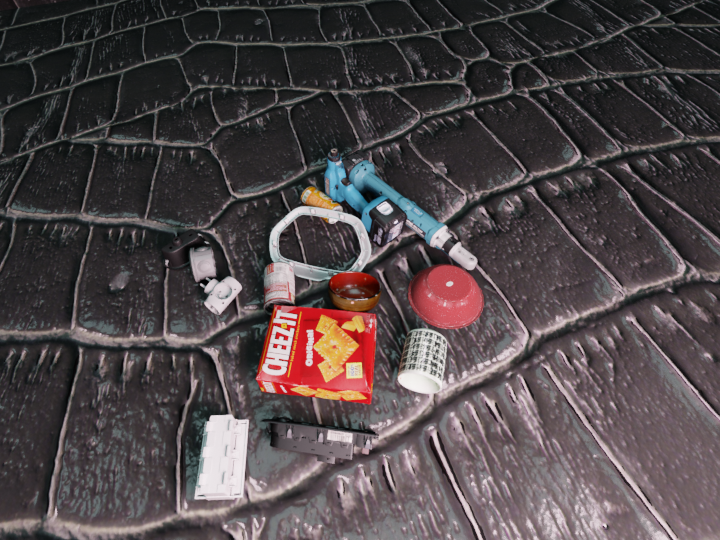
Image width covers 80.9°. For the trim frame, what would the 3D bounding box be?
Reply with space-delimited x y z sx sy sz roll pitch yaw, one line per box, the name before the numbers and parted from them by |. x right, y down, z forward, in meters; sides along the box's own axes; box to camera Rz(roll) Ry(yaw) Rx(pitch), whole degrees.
trim frame | -0.098 -0.064 1.003 0.254 0.027 0.186 13 72 12

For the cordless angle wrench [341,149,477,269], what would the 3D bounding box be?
cordless angle wrench | 0.110 -0.146 1.037 0.073 0.095 0.443 -37 62 -20

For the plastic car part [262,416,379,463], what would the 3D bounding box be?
plastic car part | -0.073 0.293 0.736 0.206 0.065 0.067 9 80 9

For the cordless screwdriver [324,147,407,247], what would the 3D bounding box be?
cordless screwdriver | 0.000 -0.181 1.027 0.073 0.154 0.261 -34 60 -22

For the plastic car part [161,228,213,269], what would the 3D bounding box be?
plastic car part | -0.426 -0.057 1.017 0.114 0.068 0.069 -36 59 -26
